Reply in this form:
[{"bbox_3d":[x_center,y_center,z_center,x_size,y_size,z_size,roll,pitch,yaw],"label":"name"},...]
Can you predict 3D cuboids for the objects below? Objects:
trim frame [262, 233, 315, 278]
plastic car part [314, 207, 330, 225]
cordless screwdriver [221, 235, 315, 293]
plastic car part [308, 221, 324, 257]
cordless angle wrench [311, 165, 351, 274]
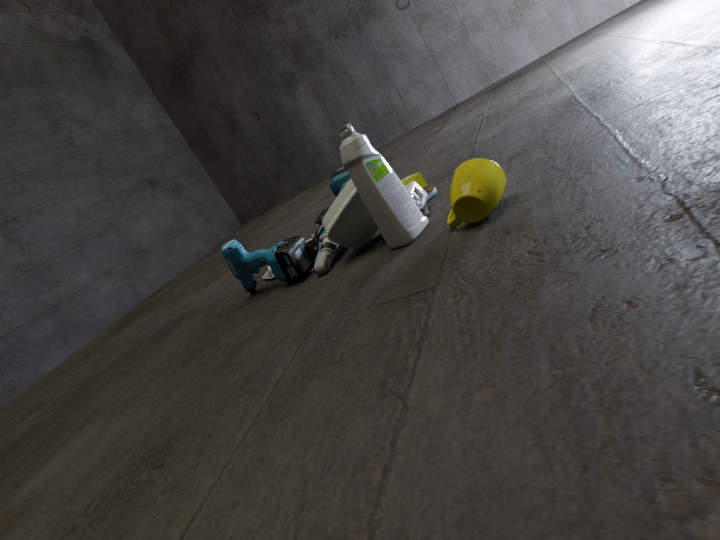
[{"bbox_3d":[-0.198,-0.045,1.258,0.190,0.027,0.246,-20,19,32],"label":"trim frame"},{"bbox_3d":[-0.036,-0.154,1.202,0.211,0.065,0.066,-11,28,41],"label":"plastic car part"},{"bbox_3d":[-0.233,-0.006,1.076,0.260,0.153,0.074,-1,31,33],"label":"cordless screwdriver"},{"bbox_3d":[-0.112,-0.073,1.146,0.072,0.065,0.117,-41,12,33],"label":"plastic car part"},{"bbox_3d":[-0.056,-0.141,1.091,0.101,0.071,0.430,-20,35,27],"label":"cordless angle wrench"}]
